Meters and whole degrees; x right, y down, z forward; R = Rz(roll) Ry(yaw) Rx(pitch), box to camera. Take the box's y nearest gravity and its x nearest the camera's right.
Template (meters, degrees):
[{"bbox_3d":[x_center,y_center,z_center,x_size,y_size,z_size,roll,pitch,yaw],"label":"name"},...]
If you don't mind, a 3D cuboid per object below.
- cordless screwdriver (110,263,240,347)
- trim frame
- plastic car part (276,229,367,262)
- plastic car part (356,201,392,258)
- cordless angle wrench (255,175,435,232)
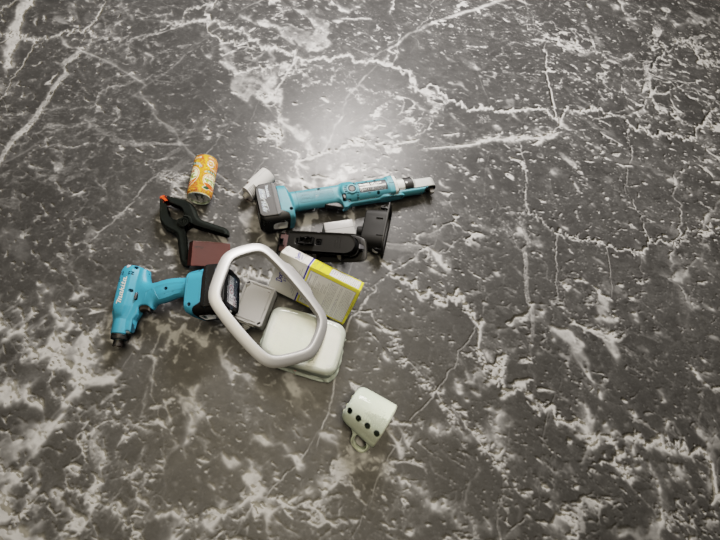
[{"bbox_3d":[-0.361,0.066,0.808,0.254,0.071,0.162,-3,67,12],"label":"cordless screwdriver"},{"bbox_3d":[-0.165,0.061,0.773,0.249,0.028,0.182,47,55,0],"label":"trim frame"},{"bbox_3d":[-0.086,-0.056,0.877,0.209,0.064,0.067,5,70,16],"label":"plastic car part"},{"bbox_3d":[0.028,-0.091,0.946,0.073,0.063,0.118,11,69,14],"label":"plastic car part"},{"bbox_3d":[-0.026,-0.172,0.969,0.416,0.073,0.101,-11,69,-12],"label":"cordless angle wrench"}]
